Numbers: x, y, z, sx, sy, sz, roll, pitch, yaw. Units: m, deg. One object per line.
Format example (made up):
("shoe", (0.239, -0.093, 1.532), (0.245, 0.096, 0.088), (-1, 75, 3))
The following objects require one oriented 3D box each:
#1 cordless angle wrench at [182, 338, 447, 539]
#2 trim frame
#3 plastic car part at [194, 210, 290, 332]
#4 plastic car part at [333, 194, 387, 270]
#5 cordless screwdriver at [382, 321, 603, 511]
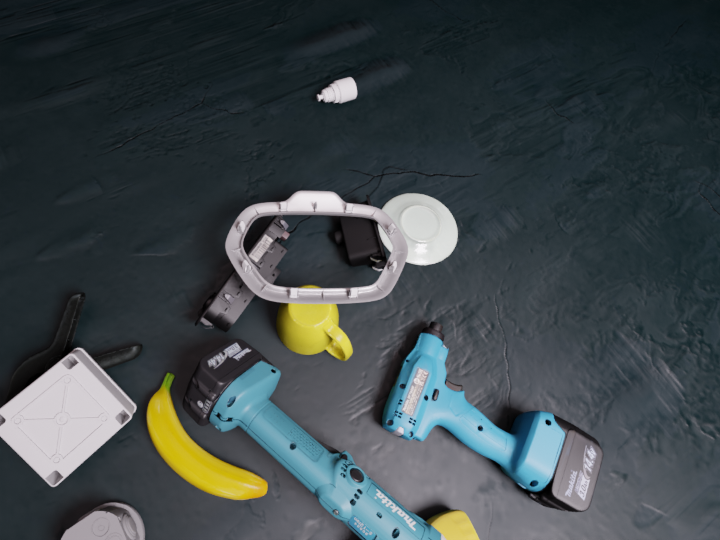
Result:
("cordless angle wrench", (-0.017, 0.239, 0.466), (0.437, 0.074, 0.095), (34, 24, 17))
("trim frame", (-0.056, -0.037, 0.572), (0.246, 0.027, 0.191), (-1, 52, -6))
("plastic car part", (-0.162, 0.008, 0.613), (0.065, 0.068, 0.202), (43, 65, -16))
("plastic car part", (-0.004, -0.052, 0.653), (0.071, 0.063, 0.120), (-17, 64, 2))
("cordless screwdriver", (0.168, 0.182, 0.548), (0.254, 0.072, 0.160), (23, 66, 10))
